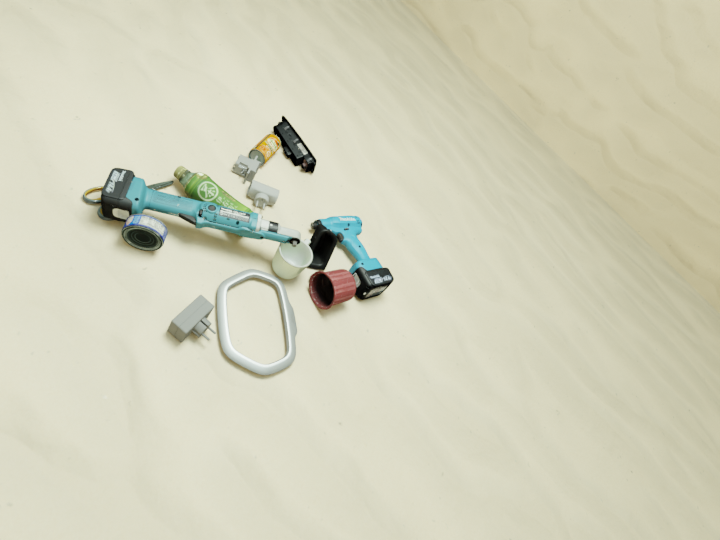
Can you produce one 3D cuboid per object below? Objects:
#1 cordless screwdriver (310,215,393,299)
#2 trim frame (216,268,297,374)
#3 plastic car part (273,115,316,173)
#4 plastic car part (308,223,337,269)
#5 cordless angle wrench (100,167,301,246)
[{"bbox_3d":[-0.028,-0.045,1.128,0.152,0.074,0.259,-5,56,-35],"label":"cordless screwdriver"},{"bbox_3d":[-0.221,0.105,0.920,0.176,0.027,0.258,3,53,-30],"label":"trim frame"},{"bbox_3d":[-0.208,-0.381,1.289,0.066,0.065,0.209,-24,71,-16],"label":"plastic car part"},{"bbox_3d":[-0.105,-0.069,1.078,0.063,0.116,0.074,12,29,-28],"label":"plastic car part"},{"bbox_3d":[-0.333,-0.120,0.931,0.411,0.074,0.101,13,53,-16],"label":"cordless angle wrench"}]
